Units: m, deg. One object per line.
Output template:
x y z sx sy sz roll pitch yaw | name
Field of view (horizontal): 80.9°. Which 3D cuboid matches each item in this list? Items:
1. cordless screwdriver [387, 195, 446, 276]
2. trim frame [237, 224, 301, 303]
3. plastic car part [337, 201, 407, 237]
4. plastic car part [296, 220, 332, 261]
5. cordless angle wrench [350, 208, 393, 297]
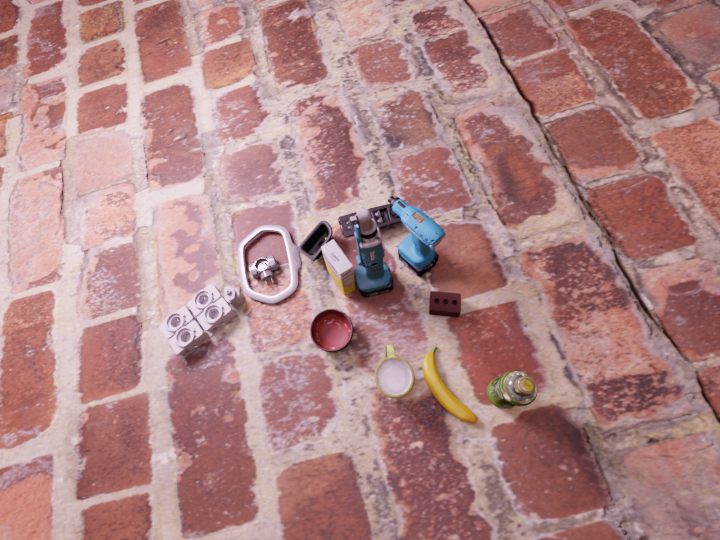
0.133 -0.087 1.080 0.074 0.240 0.165 -41 70 -10 | cordless screwdriver
-0.268 -0.022 1.240 0.185 0.026 0.256 -16 66 3 | trim frame
0.042 -0.142 1.215 0.204 0.065 0.068 -17 67 2 | plastic car part
-0.119 -0.078 1.215 0.068 0.068 0.116 34 77 18 | plastic car part
0.023 -0.037 0.986 0.098 0.409 0.077 -15 69 -1 | cordless angle wrench
